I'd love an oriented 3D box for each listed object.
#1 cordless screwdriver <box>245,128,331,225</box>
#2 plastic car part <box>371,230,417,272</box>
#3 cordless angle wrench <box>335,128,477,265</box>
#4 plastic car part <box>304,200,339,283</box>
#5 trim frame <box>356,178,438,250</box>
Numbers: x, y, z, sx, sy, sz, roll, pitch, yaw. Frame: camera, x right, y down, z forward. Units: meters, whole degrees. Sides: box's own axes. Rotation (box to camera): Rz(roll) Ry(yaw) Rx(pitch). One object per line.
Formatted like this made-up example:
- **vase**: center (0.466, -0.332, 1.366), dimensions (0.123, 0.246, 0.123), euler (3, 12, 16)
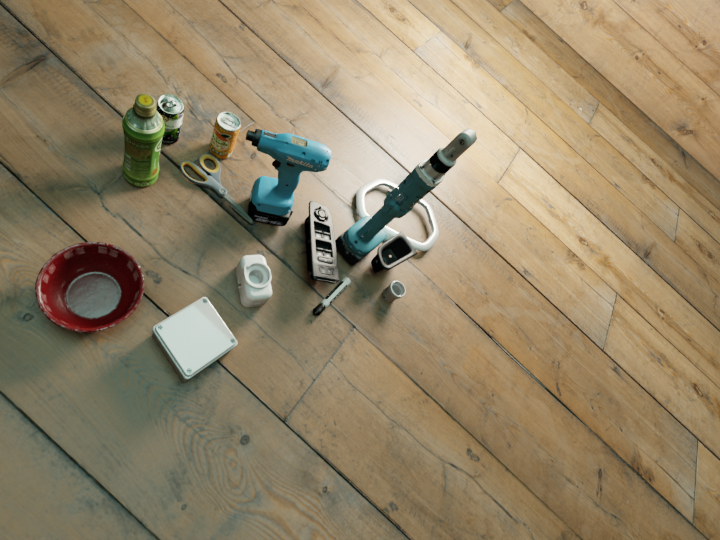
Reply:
- **cordless screwdriver**: center (-0.179, -0.189, 0.861), dimensions (0.154, 0.252, 0.076), euler (15, 61, -22)
- **plastic car part**: center (0.066, -0.033, 1.002), dimensions (0.114, 0.072, 0.067), euler (-31, 83, -35)
- **cordless angle wrench**: center (0.078, -0.136, 0.846), dimensions (0.096, 0.428, 0.075), euler (-38, 89, -36)
- **plastic car part**: center (-0.092, -0.060, 0.945), dimensions (0.064, 0.068, 0.209), euler (8, 61, -24)
- **trim frame**: center (0.098, -0.146, 1.106), dimensions (0.244, 0.028, 0.186), euler (27, 56, -10)
